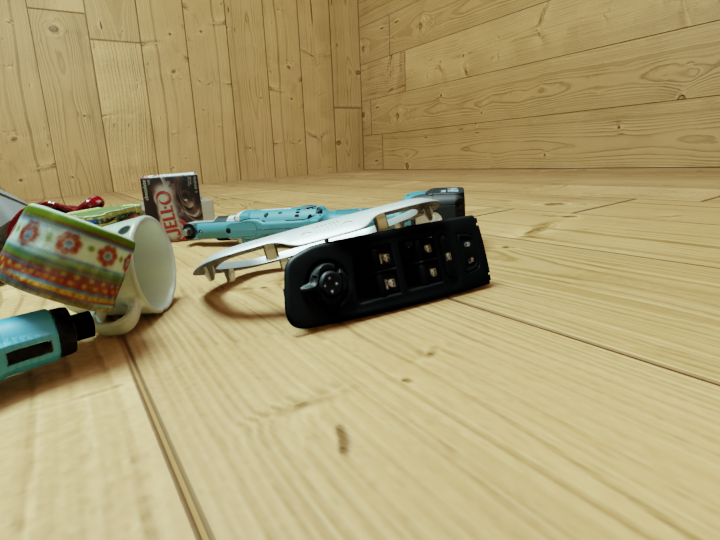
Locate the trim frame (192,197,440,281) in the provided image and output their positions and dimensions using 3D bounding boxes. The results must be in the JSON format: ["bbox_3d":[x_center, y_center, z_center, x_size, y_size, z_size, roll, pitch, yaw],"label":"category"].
[{"bbox_3d":[-0.041,-0.027,0.417,0.246,0.028,0.185,-14,-3,-8],"label":"trim frame"}]

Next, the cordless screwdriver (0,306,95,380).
[{"bbox_3d":[-0.308,0.031,0.303,0.263,0.073,0.153,16,24,42],"label":"cordless screwdriver"}]

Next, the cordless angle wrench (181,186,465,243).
[{"bbox_3d":[-0.072,-0.067,0.612,0.436,0.073,0.096,-1,14,18],"label":"cordless angle wrench"}]

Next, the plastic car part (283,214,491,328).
[{"bbox_3d":[0.018,-0.002,0.366,0.196,0.066,0.070,-13,7,-31],"label":"plastic car part"}]
